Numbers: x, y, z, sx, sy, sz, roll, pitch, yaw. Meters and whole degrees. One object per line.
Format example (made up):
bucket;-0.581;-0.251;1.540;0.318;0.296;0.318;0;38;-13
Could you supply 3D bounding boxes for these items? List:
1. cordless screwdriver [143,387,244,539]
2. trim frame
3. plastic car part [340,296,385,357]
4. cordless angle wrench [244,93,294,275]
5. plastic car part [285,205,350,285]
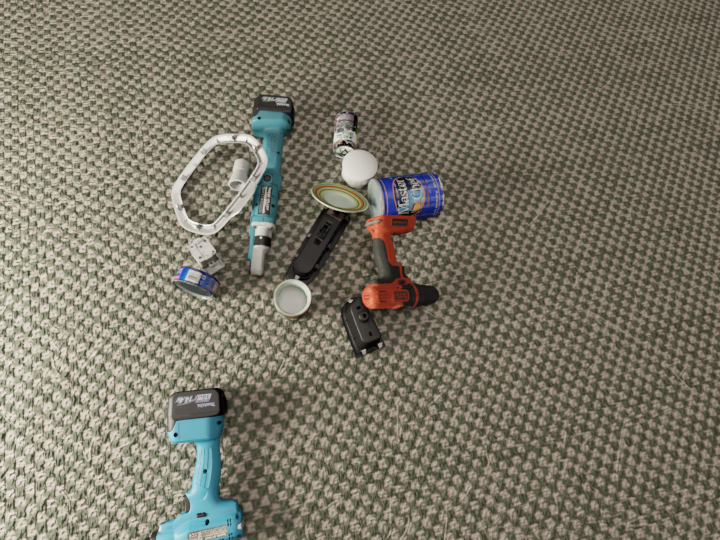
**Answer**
cordless screwdriver;-0.291;0.334;0.717;0.157;0.074;0.254;-9;74;-9
trim frame;-0.308;-0.193;0.914;0.190;0.026;0.248;35;84;18
plastic car part;0.004;0.104;0.836;0.065;0.070;0.119;-19;75;-15
cordless angle wrench;-0.208;-0.193;0.938;0.097;0.073;0.431;3;70;-6
plastic car part;-0.088;-0.058;0.899;0.066;0.067;0.203;30;71;-4
